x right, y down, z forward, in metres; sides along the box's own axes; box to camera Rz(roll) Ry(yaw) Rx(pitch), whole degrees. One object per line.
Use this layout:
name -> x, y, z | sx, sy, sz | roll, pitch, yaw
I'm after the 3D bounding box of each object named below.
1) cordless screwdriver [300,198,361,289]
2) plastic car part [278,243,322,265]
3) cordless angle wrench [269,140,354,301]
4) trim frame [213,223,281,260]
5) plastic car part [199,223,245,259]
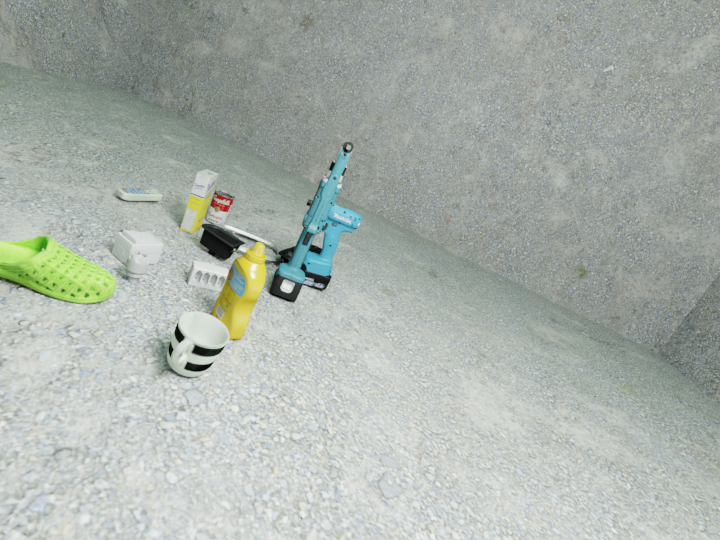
cordless screwdriver -> -0.118, -0.077, 1.211 | 0.156, 0.247, 0.076 | 22, 16, -13
plastic car part -> -0.194, -0.043, 1.317 | 0.069, 0.067, 0.197 | 30, 18, 16
cordless angle wrench -> -0.115, -0.123, 1.051 | 0.073, 0.421, 0.100 | 23, 16, -12
trim frame -> -0.347, -0.085, 1.301 | 0.242, 0.027, 0.190 | 20, 17, -16
plastic car part -> -0.381, -0.071, 1.135 | 0.119, 0.070, 0.065 | 28, 16, 11
